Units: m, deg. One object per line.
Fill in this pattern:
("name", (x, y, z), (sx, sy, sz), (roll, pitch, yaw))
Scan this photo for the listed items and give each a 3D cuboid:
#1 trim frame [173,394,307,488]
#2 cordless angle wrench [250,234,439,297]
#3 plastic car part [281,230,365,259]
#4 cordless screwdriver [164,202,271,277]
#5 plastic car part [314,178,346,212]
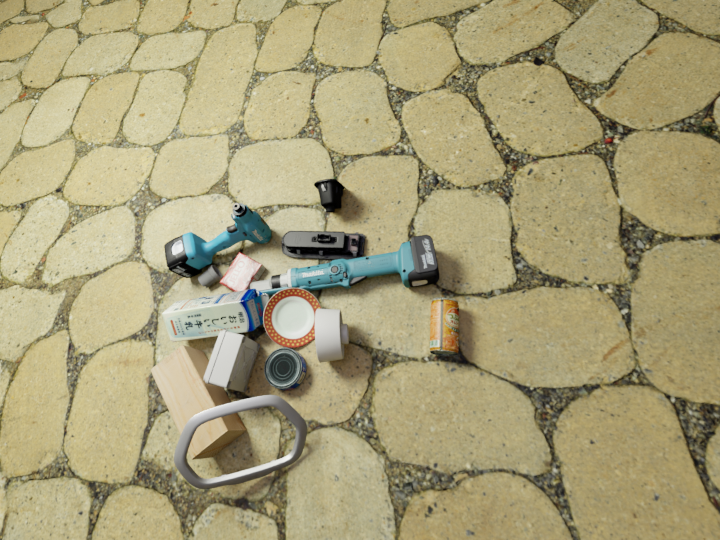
("trim frame", (-0.222, 0.325, 0.794), (0.244, 0.028, 0.180), (-13, 105, -13))
("cordless angle wrench", (-0.048, 0.008, 0.934), (0.431, 0.071, 0.100), (-9, 67, 13))
("plastic car part", (-0.096, -0.063, 0.982), (0.209, 0.064, 0.067), (1, 76, 17))
("cordless screwdriver", (-0.347, -0.076, 0.999), (0.250, 0.152, 0.077), (-22, 66, 6))
("plastic car part", (-0.073, -0.173, 1.002), (0.067, 0.114, 0.071), (-6, 91, 9))
